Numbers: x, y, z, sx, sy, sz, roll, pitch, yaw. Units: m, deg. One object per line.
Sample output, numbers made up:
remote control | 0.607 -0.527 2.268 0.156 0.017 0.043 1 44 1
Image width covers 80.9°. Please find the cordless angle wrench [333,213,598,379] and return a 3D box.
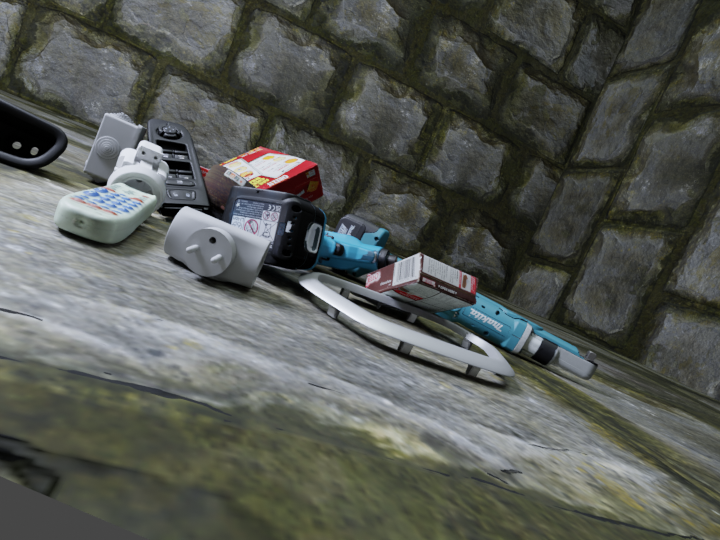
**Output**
cordless angle wrench | 0.143 0.045 0.653 0.436 0.098 0.072 29 6 15

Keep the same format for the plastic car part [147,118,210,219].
plastic car part | -0.259 -0.138 0.588 0.064 0.066 0.212 -6 53 -26

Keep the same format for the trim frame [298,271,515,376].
trim frame | 0.046 0.055 0.447 0.240 0.027 0.191 19 8 -20

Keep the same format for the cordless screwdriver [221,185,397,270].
cordless screwdriver | -0.051 -0.033 0.519 0.165 0.074 0.240 12 -1 17

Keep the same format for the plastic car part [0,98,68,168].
plastic car part | -0.393 -0.149 0.468 0.111 0.066 0.074 24 -10 -33
